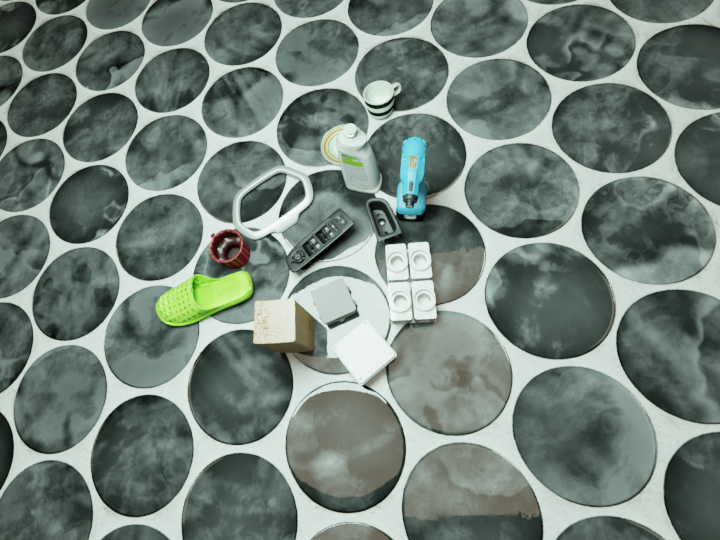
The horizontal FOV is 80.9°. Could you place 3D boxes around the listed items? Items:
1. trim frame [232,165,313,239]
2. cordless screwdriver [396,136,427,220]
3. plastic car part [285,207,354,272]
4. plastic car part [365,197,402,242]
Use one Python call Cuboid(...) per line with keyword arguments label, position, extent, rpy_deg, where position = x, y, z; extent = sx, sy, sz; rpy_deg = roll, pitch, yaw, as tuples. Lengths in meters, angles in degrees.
Cuboid(label="trim frame", position=(-0.249, -0.192, 1.186), extent=(0.248, 0.026, 0.191), rpy_deg=(-35, 69, -3))
Cuboid(label="cordless screwdriver", position=(0.120, -0.181, 0.997), extent=(0.076, 0.241, 0.161), rpy_deg=(5, 73, 8))
Cuboid(label="plastic car part", position=(-0.107, -0.070, 1.096), extent=(0.202, 0.065, 0.069), rpy_deg=(-40, 71, -5))
Cuboid(label="plastic car part", position=(0.056, -0.126, 1.082), extent=(0.066, 0.068, 0.120), rpy_deg=(-20, 69, 1))
